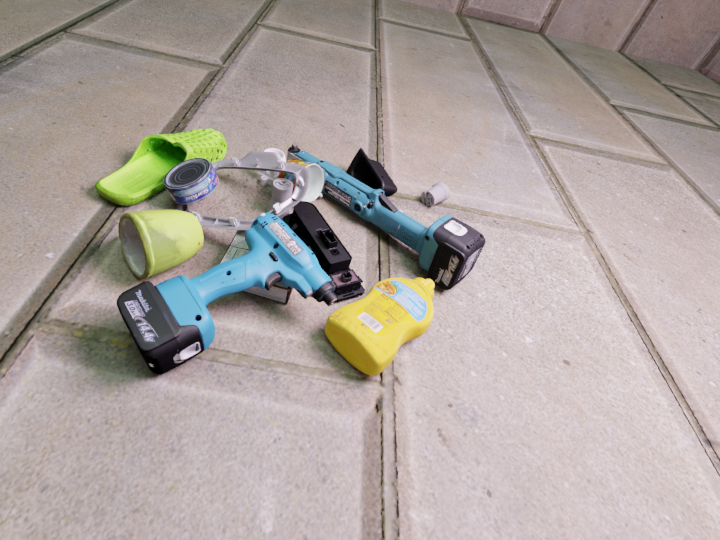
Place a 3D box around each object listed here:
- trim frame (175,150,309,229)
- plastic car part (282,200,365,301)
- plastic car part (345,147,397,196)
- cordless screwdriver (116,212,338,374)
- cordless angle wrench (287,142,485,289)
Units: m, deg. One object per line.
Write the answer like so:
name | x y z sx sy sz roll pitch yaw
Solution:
trim frame | -0.203 -0.139 0.709 0.259 0.026 0.185 9 51 25
plastic car part | -0.067 -0.044 0.681 0.065 0.065 0.214 -19 50 -24
plastic car part | 0.032 -0.184 0.856 0.068 0.066 0.122 -1 47 -39
cordless screwdriver | -0.158 0.036 0.535 0.244 0.073 0.165 -35 69 -29
cordless angle wrench | 0.012 -0.124 0.771 0.444 0.096 0.072 36 46 27
